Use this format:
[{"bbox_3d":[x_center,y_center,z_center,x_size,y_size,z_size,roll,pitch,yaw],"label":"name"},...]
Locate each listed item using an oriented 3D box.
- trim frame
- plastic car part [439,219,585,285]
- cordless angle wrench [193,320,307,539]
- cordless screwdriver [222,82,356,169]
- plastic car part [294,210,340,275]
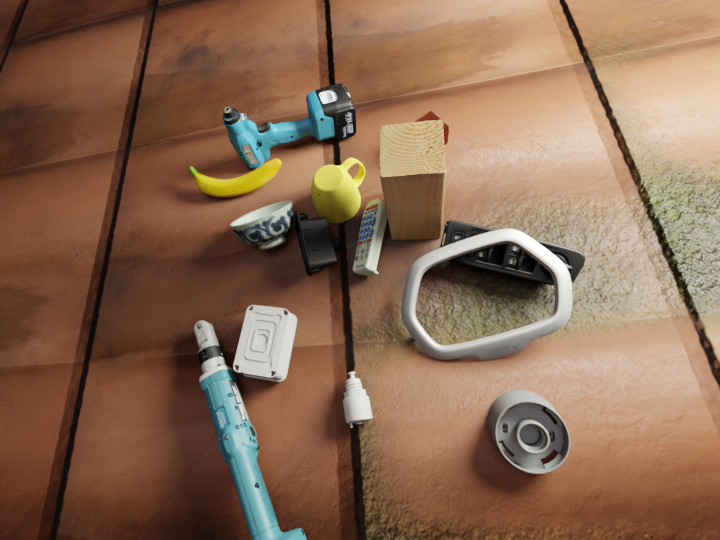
[{"bbox_3d":[0.182,0.042,0.641,0.253,0.027,0.187,-20,80,15],"label":"trim frame"},{"bbox_3d":[0.233,-0.026,0.667,0.211,0.065,0.066,16,95,21],"label":"plastic car part"},{"bbox_3d":[-0.184,0.257,0.636,0.074,0.093,0.442,-31,61,1],"label":"cordless angle wrench"},{"bbox_3d":[-0.137,-0.293,0.824,0.250,0.153,0.077,-19,67,2],"label":"cordless screwdriver"},{"bbox_3d":[-0.074,-0.049,0.760,0.070,0.065,0.120,-15,67,-11],"label":"plastic car part"}]
